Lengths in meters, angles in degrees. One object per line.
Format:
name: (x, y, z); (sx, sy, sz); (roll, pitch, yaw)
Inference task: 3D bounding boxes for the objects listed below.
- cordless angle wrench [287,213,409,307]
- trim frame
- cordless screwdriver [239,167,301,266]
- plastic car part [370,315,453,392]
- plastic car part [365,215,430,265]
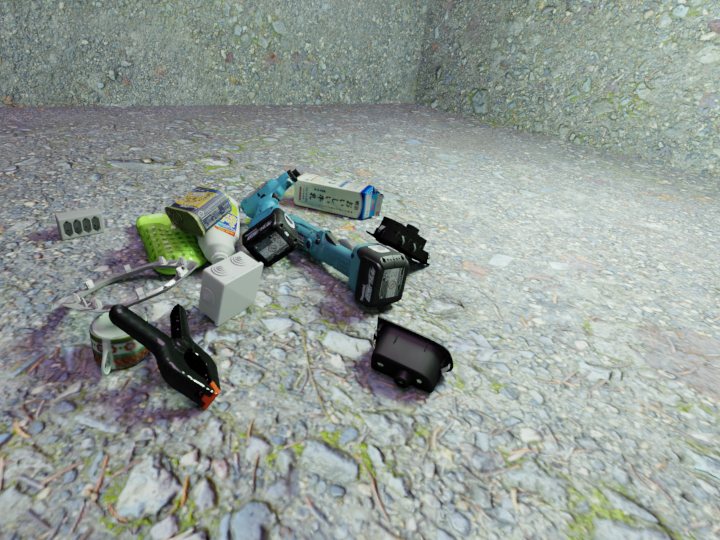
cordless angle wrench: (-0.084, -0.055, 0.861); (0.071, 0.096, 0.448); (-6, 24, -38)
trim frame: (-0.362, 0.019, 0.660); (0.261, 0.027, 0.180); (4, 29, 42)
cordless screwdriver: (-0.180, -0.127, 0.897); (0.160, 0.070, 0.260); (-36, 35, 8)
plastic car part: (0.061, 0.125, 0.580); (0.122, 0.064, 0.070); (22, 47, 23)
plastic car part: (0.084, -0.059, 0.820); (0.070, 0.067, 0.192); (36, 12, 32)
